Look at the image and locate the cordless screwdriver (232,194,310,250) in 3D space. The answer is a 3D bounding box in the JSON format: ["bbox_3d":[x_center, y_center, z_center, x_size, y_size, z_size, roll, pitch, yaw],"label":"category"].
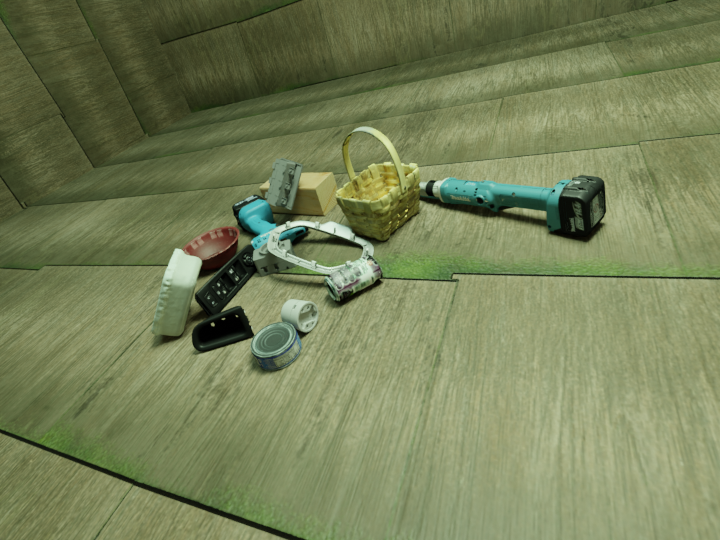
[{"bbox_3d":[-0.243,-0.131,1.133,0.157,0.071,0.263,-28,38,-14],"label":"cordless screwdriver"}]

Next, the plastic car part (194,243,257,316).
[{"bbox_3d":[-0.300,0.020,0.959,0.069,0.064,0.202,-23,24,45],"label":"plastic car part"}]

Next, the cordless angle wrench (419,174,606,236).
[{"bbox_3d":[0.272,-0.160,0.901,0.073,0.094,0.447,-39,35,-25],"label":"cordless angle wrench"}]

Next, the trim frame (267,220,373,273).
[{"bbox_3d":[-0.092,-0.060,0.937,0.260,0.027,0.181,18,37,26],"label":"trim frame"}]

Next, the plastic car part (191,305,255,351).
[{"bbox_3d":[-0.267,0.105,0.823,0.117,0.064,0.072,-19,17,5],"label":"plastic car part"}]
